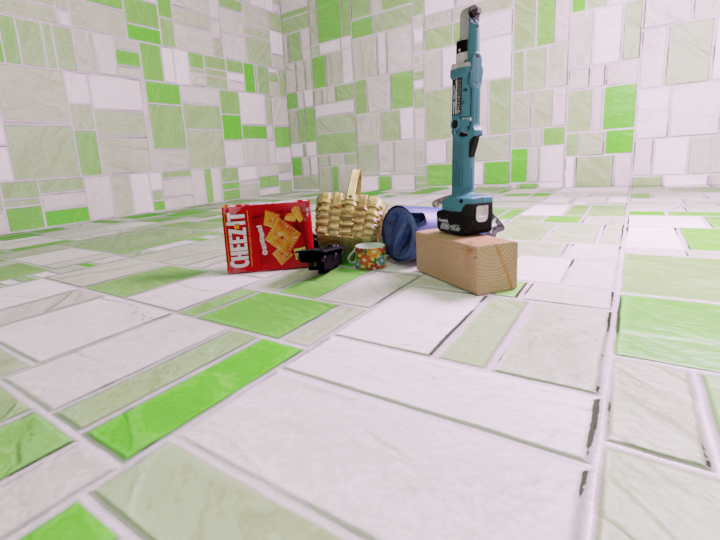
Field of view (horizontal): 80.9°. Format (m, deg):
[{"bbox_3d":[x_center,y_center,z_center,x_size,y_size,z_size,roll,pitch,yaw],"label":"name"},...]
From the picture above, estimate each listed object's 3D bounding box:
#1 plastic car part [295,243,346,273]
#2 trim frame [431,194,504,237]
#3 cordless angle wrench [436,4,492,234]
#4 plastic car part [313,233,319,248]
[{"bbox_3d":[-0.080,-0.030,0.977,0.068,0.066,0.199,-10,8,16],"label":"plastic car part"},{"bbox_3d":[0.294,-0.146,1.177,0.181,0.027,0.253,36,-10,-10],"label":"trim frame"},{"bbox_3d":[0.206,-0.284,0.824,0.072,0.417,0.102,-7,12,-26],"label":"cordless angle wrench"},{"bbox_3d":[-0.118,-0.077,1.204,0.070,0.065,0.119,10,9,-9],"label":"plastic car part"}]
